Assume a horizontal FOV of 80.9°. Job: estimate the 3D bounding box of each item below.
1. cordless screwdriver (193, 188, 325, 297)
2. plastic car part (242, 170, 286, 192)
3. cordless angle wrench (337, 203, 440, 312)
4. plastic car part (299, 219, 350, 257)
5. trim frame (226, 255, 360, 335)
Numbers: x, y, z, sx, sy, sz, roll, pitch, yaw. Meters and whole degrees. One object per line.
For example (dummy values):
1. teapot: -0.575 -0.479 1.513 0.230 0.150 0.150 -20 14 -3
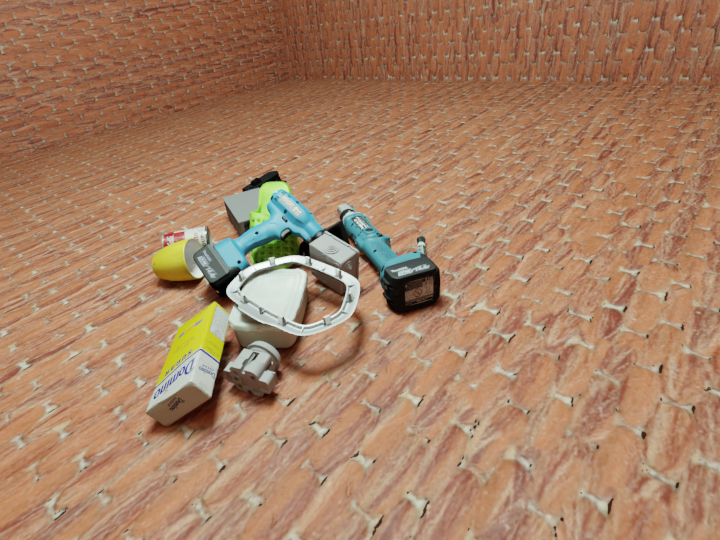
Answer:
1. cordless screwdriver: -0.195 -0.043 0.848 0.247 0.072 0.166 -41 67 -15
2. plastic car part: -0.301 -0.249 1.273 0.069 0.065 0.200 3 31 29
3. cordless angle wrench: 0.024 -0.062 0.898 0.096 0.072 0.444 -16 31 -13
4. plastic car part: -0.091 -0.060 0.935 0.114 0.064 0.074 -31 24 -27
5. trim frame: -0.115 0.031 0.709 0.263 0.026 0.180 23 44 37
